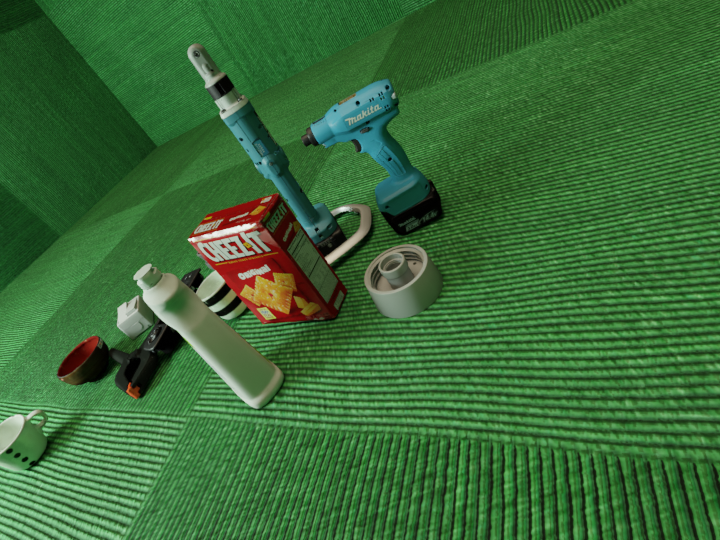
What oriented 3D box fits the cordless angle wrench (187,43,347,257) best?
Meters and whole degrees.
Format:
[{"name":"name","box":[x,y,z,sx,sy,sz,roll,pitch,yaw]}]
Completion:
[{"name":"cordless angle wrench","box":[-0.155,-0.190,0.731,0.075,0.403,0.102,-32,31,4]}]

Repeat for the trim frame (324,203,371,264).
[{"name":"trim frame","box":[-0.082,-0.054,0.840,0.247,0.026,0.194,-40,34,-6]}]

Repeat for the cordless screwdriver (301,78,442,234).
[{"name":"cordless screwdriver","box":[0.025,-0.169,0.699,0.162,0.237,0.076,-24,33,16]}]

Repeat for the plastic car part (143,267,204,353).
[{"name":"plastic car part","box":[-0.384,0.091,0.890,0.069,0.064,0.205,-13,40,30]}]
